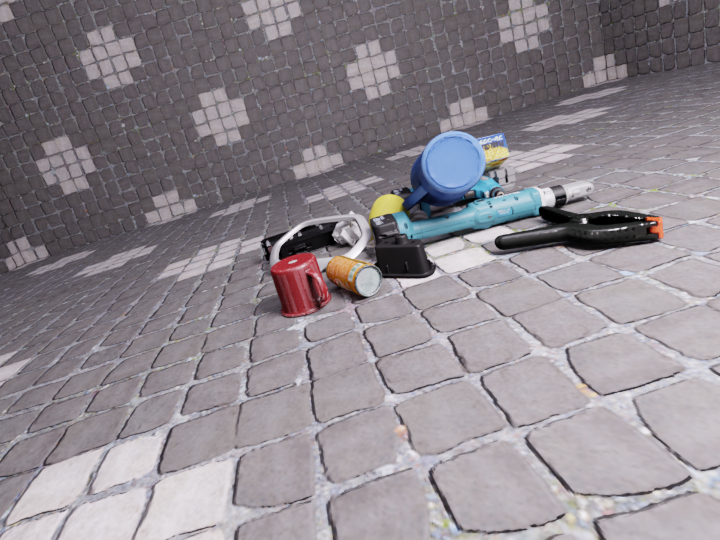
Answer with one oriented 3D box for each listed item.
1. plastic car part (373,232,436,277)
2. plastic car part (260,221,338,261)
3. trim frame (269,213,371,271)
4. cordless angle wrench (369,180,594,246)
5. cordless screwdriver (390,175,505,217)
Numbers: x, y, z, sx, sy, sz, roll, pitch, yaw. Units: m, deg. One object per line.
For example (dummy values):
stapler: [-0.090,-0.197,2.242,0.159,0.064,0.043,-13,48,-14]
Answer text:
plastic car part: [0.072,-0.029,0.733,0.122,0.069,0.064,-3,23,44]
plastic car part: [-0.137,-0.071,1.032,0.200,0.064,0.070,-21,28,-11]
trim frame: [-0.091,-0.059,0.927,0.258,0.026,0.186,-3,43,27]
cordless angle wrench: [0.234,-0.110,0.821,0.425,0.072,0.100,-13,18,4]
cordless screwdriver: [0.202,-0.170,1.001,0.250,0.072,0.162,-12,19,3]
